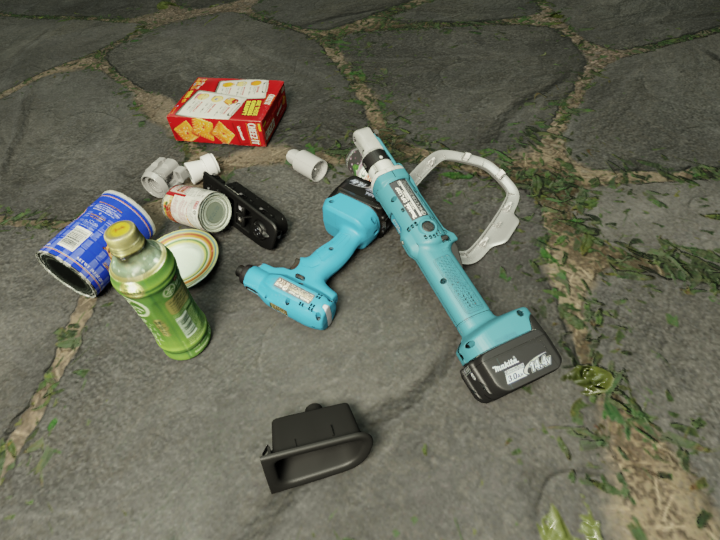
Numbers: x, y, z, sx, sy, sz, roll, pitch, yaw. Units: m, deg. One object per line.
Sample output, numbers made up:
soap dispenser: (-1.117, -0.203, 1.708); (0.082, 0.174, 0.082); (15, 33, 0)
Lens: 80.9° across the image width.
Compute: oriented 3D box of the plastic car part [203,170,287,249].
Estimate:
plastic car part: (-0.195, -0.103, 0.724); (0.064, 0.065, 0.214); (-16, 43, -43)

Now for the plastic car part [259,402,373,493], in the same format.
plastic car part: (-0.052, 0.183, 0.467); (0.115, 0.064, 0.074); (-15, 36, -11)

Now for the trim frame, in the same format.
trim frame: (0.162, -0.113, 0.681); (0.188, 0.027, 0.246); (36, 57, 11)

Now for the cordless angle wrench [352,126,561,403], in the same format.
cordless angle wrench: (0.088, -0.044, 0.568); (0.096, 0.072, 0.440); (-21, 63, -13)

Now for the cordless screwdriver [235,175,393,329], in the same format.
cordless screwdriver: (-0.063, -0.041, 0.643); (0.166, 0.071, 0.248); (23, 59, 21)
